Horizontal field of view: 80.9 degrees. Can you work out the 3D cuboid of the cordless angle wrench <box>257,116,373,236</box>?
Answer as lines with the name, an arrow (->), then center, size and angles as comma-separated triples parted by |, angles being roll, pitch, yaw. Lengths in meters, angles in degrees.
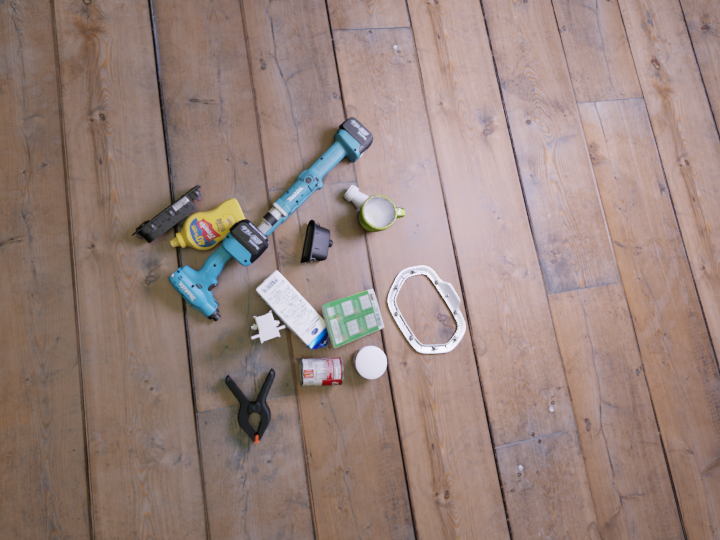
cordless angle wrench -> -0.138, -0.232, 1.124 | 0.098, 0.075, 0.421 | 43, 79, -2

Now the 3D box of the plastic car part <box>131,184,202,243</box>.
plastic car part -> -0.476, -0.137, 1.062 | 0.201, 0.069, 0.064 | -37, 117, -14

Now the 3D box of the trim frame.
trim frame -> 0.181, 0.106, 1.138 | 0.182, 0.027, 0.251 | -30, 85, -13

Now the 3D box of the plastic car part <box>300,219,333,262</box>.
plastic car part -> -0.108, -0.071, 1.109 | 0.068, 0.068, 0.117 | 17, 75, -24

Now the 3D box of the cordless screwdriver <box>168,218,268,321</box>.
cordless screwdriver -> -0.326, 0.000, 1.032 | 0.249, 0.076, 0.156 | -40, 101, 3
